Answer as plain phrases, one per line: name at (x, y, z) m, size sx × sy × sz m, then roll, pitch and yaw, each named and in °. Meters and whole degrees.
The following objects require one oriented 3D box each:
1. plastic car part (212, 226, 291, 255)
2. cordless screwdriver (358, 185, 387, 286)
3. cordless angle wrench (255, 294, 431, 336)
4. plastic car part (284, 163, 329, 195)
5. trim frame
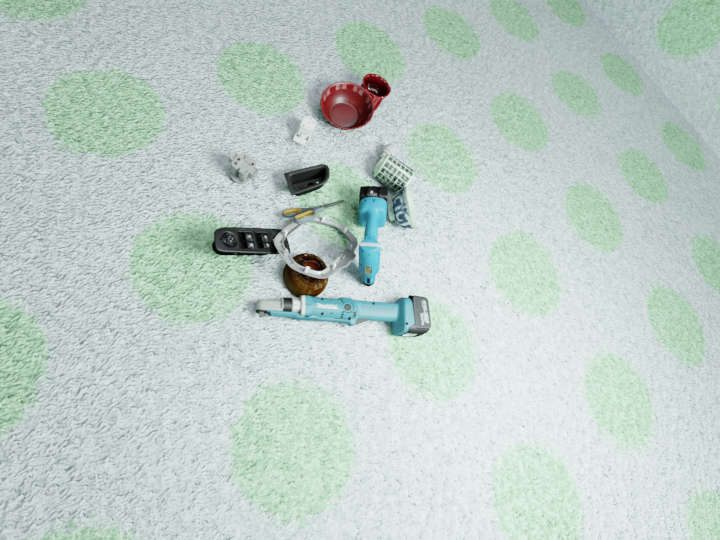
plastic car part at (-0.259, -0.063, 0.976) m, size 0.193 × 0.069 × 0.067 m, roll 0°, pitch 75°, yaw -51°
cordless screwdriver at (0.028, -0.092, 1.092) m, size 0.075 × 0.154 × 0.255 m, roll 3°, pitch 52°, yaw 3°
cordless angle wrench at (-0.038, 0.097, 1.006) m, size 0.411 × 0.075 × 0.100 m, roll 6°, pitch 66°, yaw -17°
plastic car part at (-0.137, -0.230, 1.111) m, size 0.115 × 0.070 × 0.067 m, roll -18°, pitch 77°, yaw -11°
trim frame at (-0.101, -0.066, 1.028) m, size 0.188 × 0.027 × 0.246 m, roll 31°, pitch 37°, yaw 9°
